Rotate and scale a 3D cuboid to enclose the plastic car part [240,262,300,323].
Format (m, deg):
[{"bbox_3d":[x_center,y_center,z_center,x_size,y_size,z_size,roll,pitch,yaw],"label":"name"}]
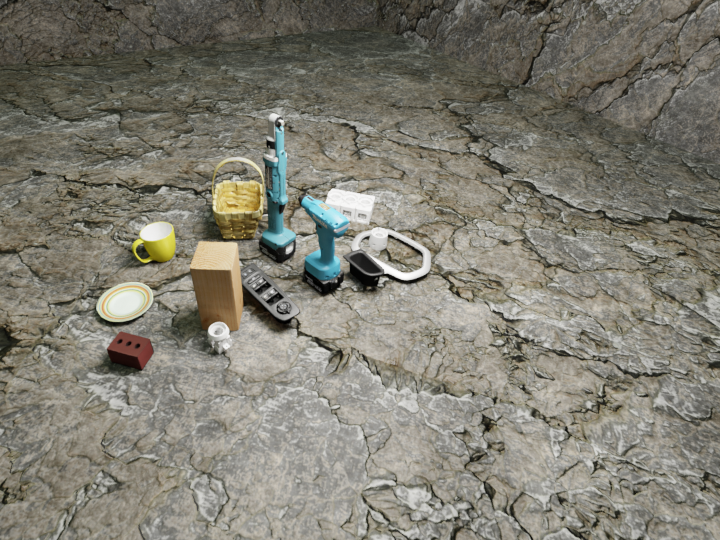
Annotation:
[{"bbox_3d":[-0.235,0.068,1.064,0.065,0.065,0.214,-31,52,-34],"label":"plastic car part"}]

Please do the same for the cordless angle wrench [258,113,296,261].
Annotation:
[{"bbox_3d":[-0.222,-0.208,1.113,0.103,0.411,0.073,32,47,25],"label":"cordless angle wrench"}]

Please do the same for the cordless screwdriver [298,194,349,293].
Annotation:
[{"bbox_3d":[-0.107,-0.070,1.093,0.072,0.242,0.168,-28,52,-34],"label":"cordless screwdriver"}]

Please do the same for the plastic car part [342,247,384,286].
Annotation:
[{"bbox_3d":[0.010,0.003,1.148,0.064,0.069,0.123,-23,49,-29],"label":"plastic car part"}]

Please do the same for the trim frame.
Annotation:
[{"bbox_3d":[0.090,-0.051,1.245,0.261,0.027,0.180,31,49,28],"label":"trim frame"}]
